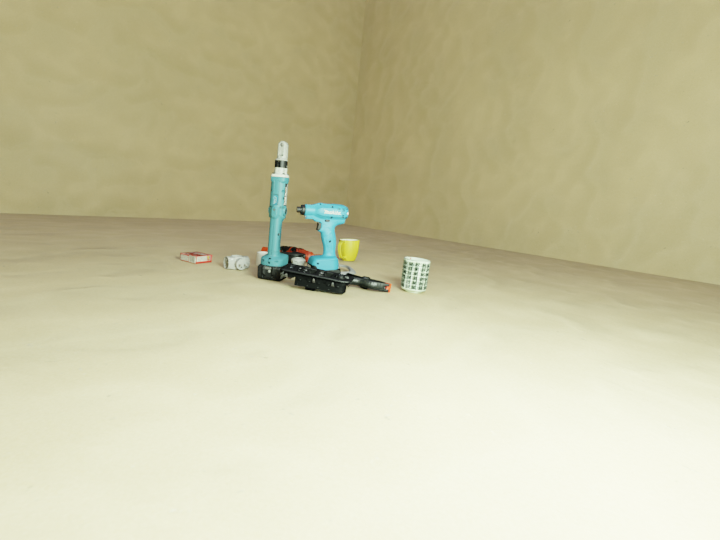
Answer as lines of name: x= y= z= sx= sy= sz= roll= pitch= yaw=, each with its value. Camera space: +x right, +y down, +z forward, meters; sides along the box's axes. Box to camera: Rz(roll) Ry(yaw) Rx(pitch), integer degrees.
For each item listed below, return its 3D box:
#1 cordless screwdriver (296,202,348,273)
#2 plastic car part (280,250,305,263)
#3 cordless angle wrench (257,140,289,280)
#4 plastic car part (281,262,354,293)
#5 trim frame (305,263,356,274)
cordless screwdriver: x=-0.127 y=-0.083 z=1.296 sx=0.154 sy=0.247 sz=0.077 roll=3 pitch=7 yaw=-19
plastic car part: x=-0.248 y=-0.029 z=1.440 sx=0.121 sy=0.070 sz=0.064 roll=9 pitch=9 yaw=20
cordless angle wrench: x=-0.254 y=-0.183 z=1.299 sx=0.076 sy=0.420 sz=0.096 roll=7 pitch=7 yaw=10
plastic car part: x=-0.121 y=0.027 z=1.194 sx=0.206 sy=0.066 sz=0.066 roll=7 pitch=8 yaw=9
trim frame: x=-0.111 y=-0.002 z=1.485 sx=0.183 sy=0.027 sz=0.253 roll=4 pitch=10 yaw=-6
